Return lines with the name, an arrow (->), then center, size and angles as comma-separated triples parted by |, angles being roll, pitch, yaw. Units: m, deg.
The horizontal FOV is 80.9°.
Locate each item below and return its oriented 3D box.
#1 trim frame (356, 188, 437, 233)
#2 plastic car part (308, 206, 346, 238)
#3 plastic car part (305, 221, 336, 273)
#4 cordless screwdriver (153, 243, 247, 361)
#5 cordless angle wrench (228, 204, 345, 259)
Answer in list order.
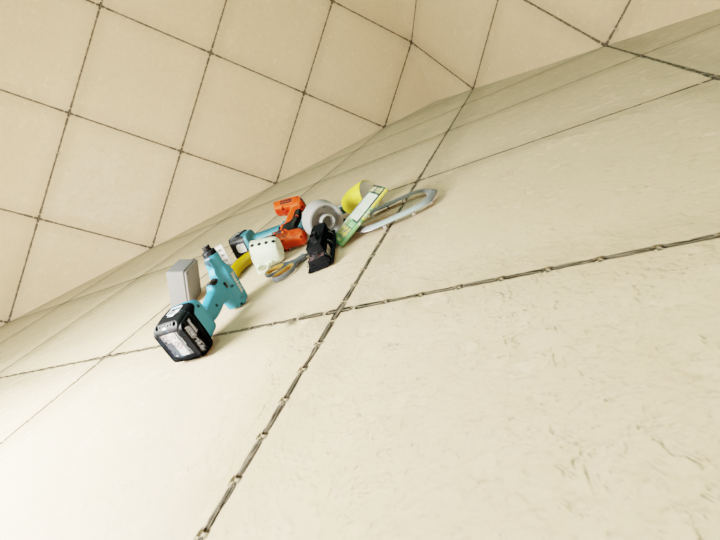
trim frame -> 0.081, -0.152, 1.083 | 0.250, 0.027, 0.189 | -26, 21, 4
plastic car part -> -0.105, -0.148, 1.233 | 0.115, 0.069, 0.069 | -40, 23, -27
plastic car part -> -0.101, -0.066, 1.031 | 0.067, 0.065, 0.206 | -33, 18, 15
cordless screwdriver -> -0.330, 0.059, 0.877 | 0.076, 0.154, 0.250 | -19, 22, 20
cordless angle wrench -> -0.223, -0.139, 1.359 | 0.432, 0.072, 0.098 | -17, 21, 18
